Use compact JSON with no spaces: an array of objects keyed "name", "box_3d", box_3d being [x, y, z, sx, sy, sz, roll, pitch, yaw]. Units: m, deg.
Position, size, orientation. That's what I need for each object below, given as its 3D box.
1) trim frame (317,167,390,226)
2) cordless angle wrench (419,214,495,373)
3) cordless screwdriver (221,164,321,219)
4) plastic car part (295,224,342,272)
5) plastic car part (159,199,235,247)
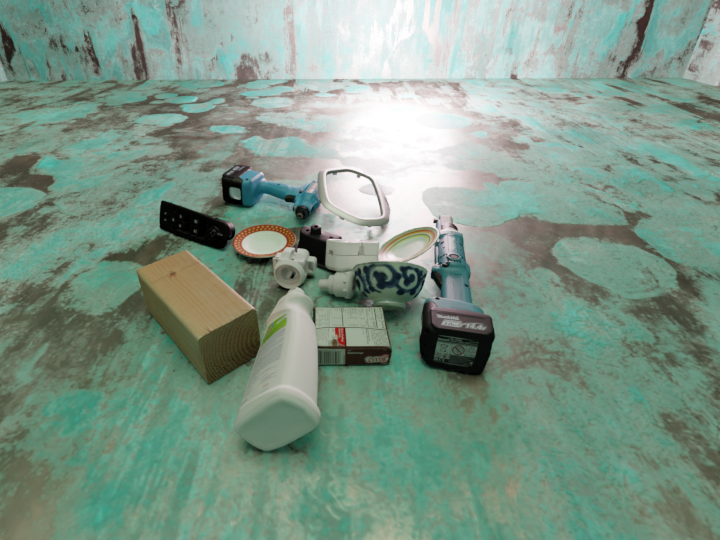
[{"name":"trim frame","box_3d":[-0.014,-0.181,1.015,0.180,0.027,0.258,6,39,-14]},{"name":"cordless angle wrench","box_3d":[0.160,-0.002,0.751,0.099,0.072,0.428,5,32,6]},{"name":"cordless screwdriver","box_3d":[-0.219,-0.185,1.028,0.254,0.072,0.160,10,35,9]},{"name":"plastic car part","box_3d":[-0.081,-0.053,0.828,0.122,0.069,0.065,22,37,25]},{"name":"plastic car part","box_3d":[-0.349,-0.097,0.916,0.213,0.066,0.064,19,11,29]}]
